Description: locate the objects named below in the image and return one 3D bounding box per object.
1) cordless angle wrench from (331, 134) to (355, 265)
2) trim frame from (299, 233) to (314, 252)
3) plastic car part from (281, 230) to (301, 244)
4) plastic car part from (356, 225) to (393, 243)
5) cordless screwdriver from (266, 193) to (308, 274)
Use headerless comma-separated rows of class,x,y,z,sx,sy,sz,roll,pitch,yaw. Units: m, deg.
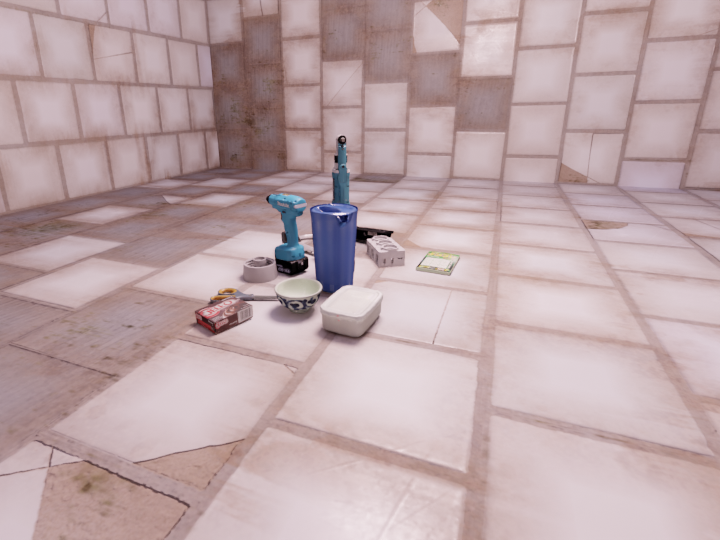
cordless angle wrench,-0.060,-0.200,1.298,0.073,0.415,0.102,-4,19,-14
trim frame,-0.155,-0.101,1.585,0.178,0.027,0.263,-15,25,-33
plastic car part,-0.250,-0.092,1.506,0.065,0.069,0.121,-4,21,-12
plastic car part,0.028,-0.138,1.618,0.214,0.066,0.064,17,26,39
cordless screwdriver,-0.237,-0.119,1.335,0.168,0.244,0.072,17,24,40
